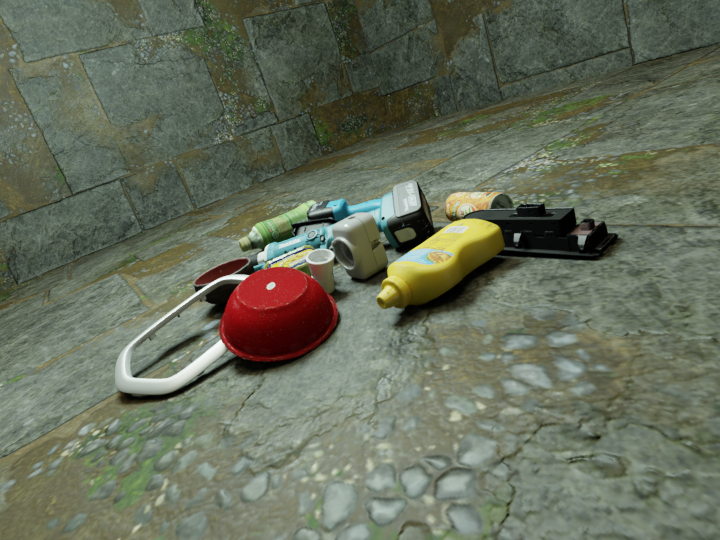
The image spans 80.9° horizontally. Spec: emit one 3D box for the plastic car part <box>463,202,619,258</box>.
[{"bbox_3d":[0.217,-0.056,0.572,0.065,0.065,0.213,-39,24,-29],"label":"plastic car part"}]

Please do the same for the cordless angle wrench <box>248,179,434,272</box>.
[{"bbox_3d":[-0.079,-0.052,0.809,0.434,0.070,0.101,-17,47,22],"label":"cordless angle wrench"}]

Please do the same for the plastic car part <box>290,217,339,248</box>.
[{"bbox_3d":[-0.093,-0.064,0.890,0.121,0.063,0.072,-6,40,25],"label":"plastic car part"}]

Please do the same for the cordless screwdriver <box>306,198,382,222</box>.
[{"bbox_3d":[0.009,-0.125,0.925,0.252,0.072,0.161,-13,20,8],"label":"cordless screwdriver"}]

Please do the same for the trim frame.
[{"bbox_3d":[-0.243,0.086,0.621,0.195,0.026,0.245,19,52,42],"label":"trim frame"}]
